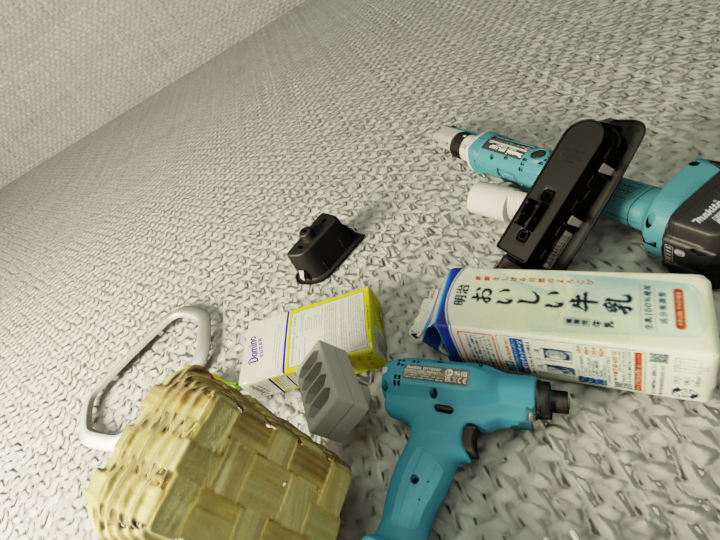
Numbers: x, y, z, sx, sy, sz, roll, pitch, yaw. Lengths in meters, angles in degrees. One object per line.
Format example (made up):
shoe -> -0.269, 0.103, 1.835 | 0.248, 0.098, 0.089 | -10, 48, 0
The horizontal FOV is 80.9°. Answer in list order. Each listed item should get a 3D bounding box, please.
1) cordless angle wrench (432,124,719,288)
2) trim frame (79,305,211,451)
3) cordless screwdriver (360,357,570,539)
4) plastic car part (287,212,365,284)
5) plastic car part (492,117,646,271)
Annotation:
cordless angle wrench -> 0.228, -0.124, 0.524 | 0.097, 0.070, 0.447 | -39, 39, -6
trim frame -> -0.321, 0.155, 0.640 | 0.195, 0.026, 0.247 | 24, 68, 44
cordless screwdriver -> 0.072, 0.184, 0.325 | 0.166, 0.071, 0.251 | -4, 45, 29
plastic car part -> -0.061, -0.040, 0.627 | 0.070, 0.067, 0.116 | 20, 60, 45
plastic car part -> 0.194, -0.066, 0.426 | 0.202, 0.064, 0.069 | -60, 29, 13
